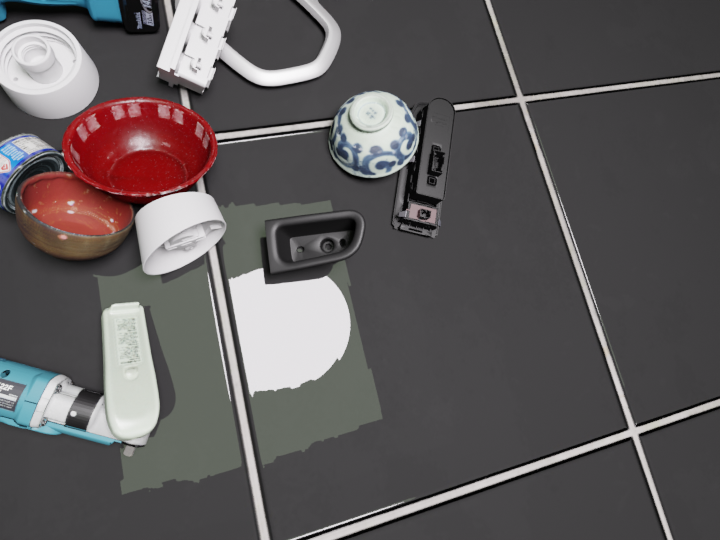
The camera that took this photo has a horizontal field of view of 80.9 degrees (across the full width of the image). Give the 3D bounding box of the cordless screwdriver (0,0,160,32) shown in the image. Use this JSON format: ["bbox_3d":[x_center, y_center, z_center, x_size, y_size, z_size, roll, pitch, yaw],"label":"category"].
[{"bbox_3d":[-0.366,-0.349,0.484,0.244,0.161,0.075,-9,83,-16],"label":"cordless screwdriver"}]

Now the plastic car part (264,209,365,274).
[{"bbox_3d":[-0.050,-0.033,0.515,0.117,0.070,0.067,-8,82,3],"label":"plastic car part"}]

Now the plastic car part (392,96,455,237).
[{"bbox_3d":[0.092,-0.153,0.577,0.066,0.066,0.205,10,73,-4],"label":"plastic car part"}]

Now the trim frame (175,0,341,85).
[{"bbox_3d":[-0.143,-0.362,0.598,0.250,0.027,0.183,40,75,2],"label":"trim frame"}]

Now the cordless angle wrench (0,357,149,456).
[{"bbox_3d":[-0.417,0.102,0.421,0.416,0.075,0.099,19,75,-8],"label":"cordless angle wrench"}]
